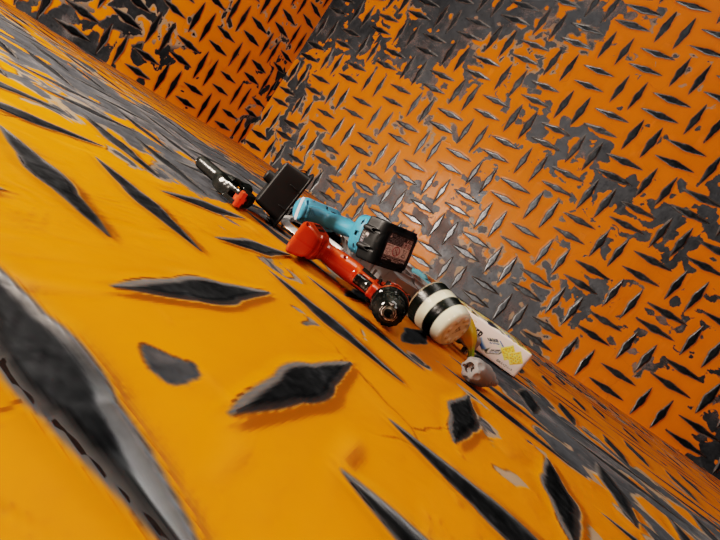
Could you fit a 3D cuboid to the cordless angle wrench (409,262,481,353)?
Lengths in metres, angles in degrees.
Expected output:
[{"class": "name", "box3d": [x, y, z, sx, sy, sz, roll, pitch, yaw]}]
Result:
[{"class": "cordless angle wrench", "box3d": [0.119, 0.032, 0.929, 0.070, 0.098, 0.446, 26, 14, -35]}]

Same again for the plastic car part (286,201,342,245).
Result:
[{"class": "plastic car part", "box3d": [-0.106, -0.114, 1.006, 0.192, 0.067, 0.070, 21, 22, -50]}]

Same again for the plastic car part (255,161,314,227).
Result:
[{"class": "plastic car part", "box3d": [-0.145, -0.144, 0.751, 0.068, 0.116, 0.068, 35, 7, -22]}]

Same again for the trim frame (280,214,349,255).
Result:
[{"class": "trim frame", "box3d": [-0.081, -0.053, 0.833, 0.182, 0.027, 0.251, 32, 5, -8]}]

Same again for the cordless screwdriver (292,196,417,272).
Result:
[{"class": "cordless screwdriver", "box3d": [-0.002, -0.071, 0.793, 0.150, 0.074, 0.263, 16, 8, -43]}]
